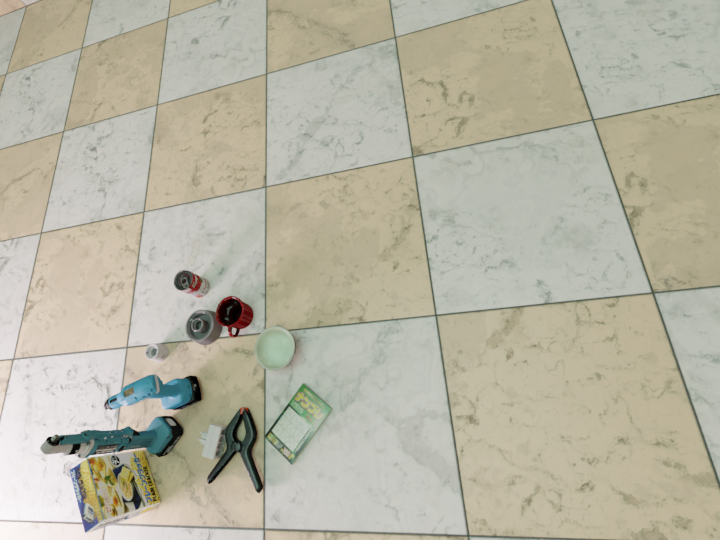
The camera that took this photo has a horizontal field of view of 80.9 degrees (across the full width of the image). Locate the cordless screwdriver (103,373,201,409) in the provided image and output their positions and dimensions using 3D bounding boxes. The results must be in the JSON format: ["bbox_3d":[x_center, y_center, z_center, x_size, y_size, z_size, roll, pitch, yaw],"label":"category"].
[{"bbox_3d":[-0.565,0.346,1.171,0.160,0.238,0.077,-25,68,6],"label":"cordless screwdriver"}]

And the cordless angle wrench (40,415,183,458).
[{"bbox_3d":[-0.612,0.427,1.064,0.077,0.405,0.098,35,84,21],"label":"cordless angle wrench"}]
